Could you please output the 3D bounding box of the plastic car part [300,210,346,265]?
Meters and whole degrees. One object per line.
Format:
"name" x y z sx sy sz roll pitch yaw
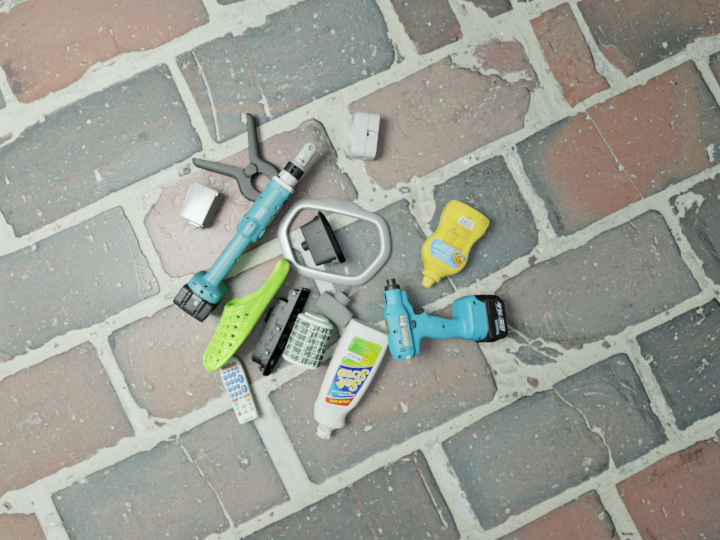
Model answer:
"plastic car part" -0.086 -0.056 0.881 0.072 0.065 0.117 -28 87 10

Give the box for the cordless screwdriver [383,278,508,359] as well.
"cordless screwdriver" 0.166 0.085 0.866 0.243 0.075 0.161 -6 79 -15

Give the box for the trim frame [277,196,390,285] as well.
"trim frame" -0.057 -0.066 0.918 0.249 0.027 0.184 12 88 1

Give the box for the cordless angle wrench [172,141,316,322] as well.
"cordless angle wrench" -0.221 -0.088 0.862 0.074 0.099 0.423 37 91 -7

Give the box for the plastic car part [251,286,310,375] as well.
"plastic car part" -0.174 0.124 0.888 0.068 0.065 0.203 20 87 6
